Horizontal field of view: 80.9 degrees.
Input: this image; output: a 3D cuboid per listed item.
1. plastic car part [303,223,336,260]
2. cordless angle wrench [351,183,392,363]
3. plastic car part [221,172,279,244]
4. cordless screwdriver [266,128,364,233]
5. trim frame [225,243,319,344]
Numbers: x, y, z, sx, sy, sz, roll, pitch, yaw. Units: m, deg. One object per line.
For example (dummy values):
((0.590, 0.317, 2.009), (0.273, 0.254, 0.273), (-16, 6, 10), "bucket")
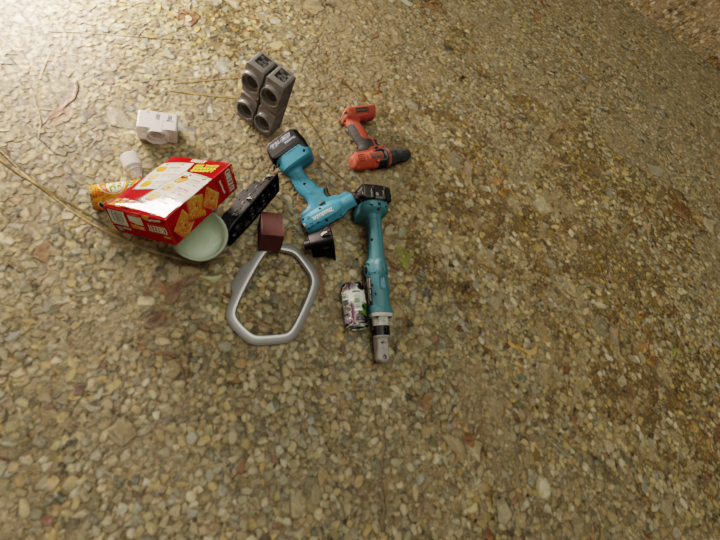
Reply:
((-0.096, -0.063, 0.981), (0.071, 0.114, 0.067), (-15, 75, -1), "plastic car part")
((0.037, 0.001, 1.003), (0.072, 0.099, 0.432), (5, 69, -23), "cordless angle wrench")
((-0.264, -0.151, 0.986), (0.068, 0.065, 0.203), (26, 62, 2), "plastic car part")
((-0.113, -0.229, 1.031), (0.160, 0.073, 0.253), (-30, 80, 3), "cordless screwdriver")
((-0.194, 0.049, 0.942), (0.182, 0.028, 0.250), (26, 64, -7), "trim frame")
